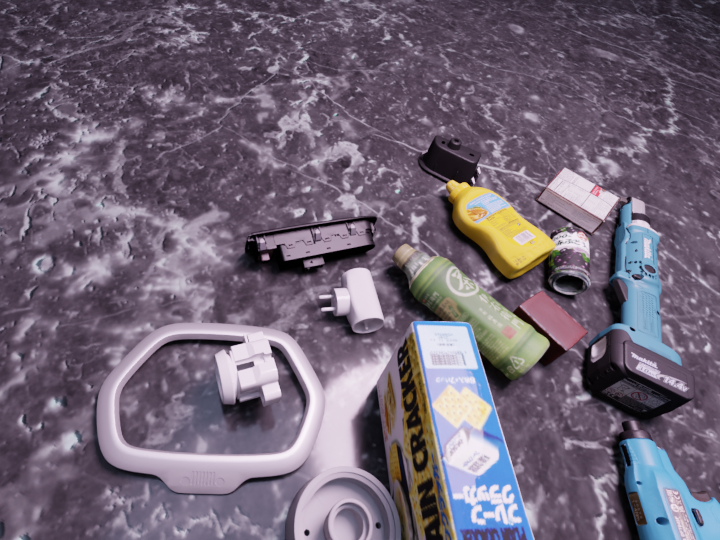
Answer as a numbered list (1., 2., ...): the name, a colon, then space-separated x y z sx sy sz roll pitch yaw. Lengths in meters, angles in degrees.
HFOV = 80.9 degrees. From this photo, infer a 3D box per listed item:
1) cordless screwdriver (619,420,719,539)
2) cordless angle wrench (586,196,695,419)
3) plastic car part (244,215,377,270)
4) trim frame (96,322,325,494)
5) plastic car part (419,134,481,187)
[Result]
1. cordless screwdriver: 0.415 0.258 0.451 0.249 0.072 0.163 7 52 1
2. cordless angle wrench: 0.421 0.014 0.646 0.100 0.073 0.422 25 50 8
3. plastic car part: -0.060 -0.039 0.611 0.198 0.066 0.069 -16 68 -21
4. trim frame: -0.163 0.144 0.474 0.245 0.027 0.190 4 51 -8
5. plastic car part: 0.169 -0.206 0.774 0.119 0.070 0.065 31 52 10
